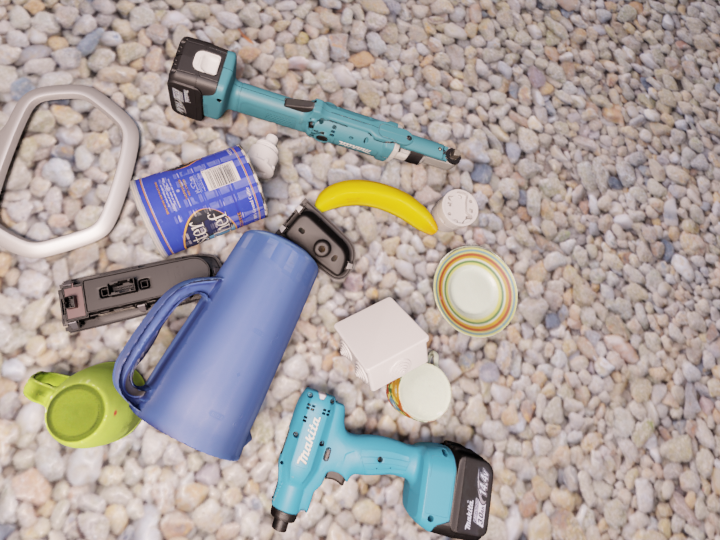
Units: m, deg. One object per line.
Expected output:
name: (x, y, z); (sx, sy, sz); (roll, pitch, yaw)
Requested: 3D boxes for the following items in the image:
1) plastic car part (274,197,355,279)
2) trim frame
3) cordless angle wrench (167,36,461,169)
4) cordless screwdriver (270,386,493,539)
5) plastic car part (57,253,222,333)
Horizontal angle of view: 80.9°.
plastic car part: (-0.055, -0.036, 0.561); (0.117, 0.070, 0.066); (41, 95, 2)
trim frame: (-0.398, -0.136, 0.558); (0.181, 0.028, 0.251); (9, 77, -9)
cordless angle wrench: (-0.052, -0.215, 0.609); (0.415, 0.099, 0.075); (14, 76, -11)
cordless screwdriver: (0.021, 0.258, 0.511); (0.248, 0.074, 0.160); (19, 75, -1)
plastic car part: (-0.270, 0.018, 0.526); (0.199, 0.067, 0.068); (-13, 74, -16)
